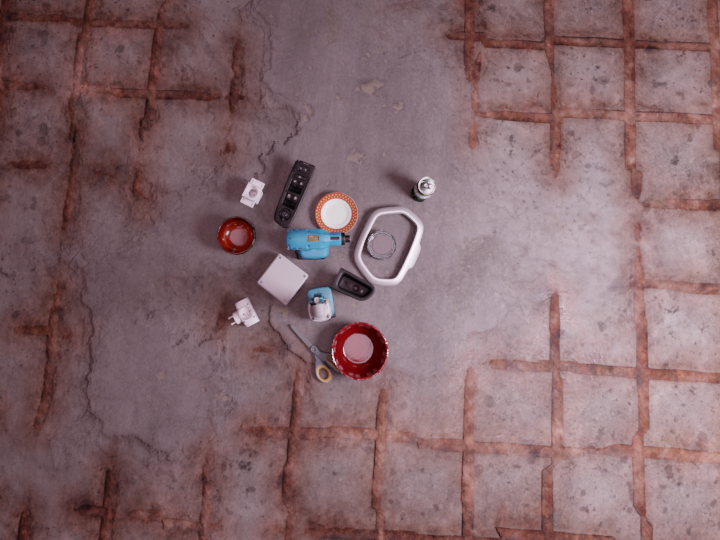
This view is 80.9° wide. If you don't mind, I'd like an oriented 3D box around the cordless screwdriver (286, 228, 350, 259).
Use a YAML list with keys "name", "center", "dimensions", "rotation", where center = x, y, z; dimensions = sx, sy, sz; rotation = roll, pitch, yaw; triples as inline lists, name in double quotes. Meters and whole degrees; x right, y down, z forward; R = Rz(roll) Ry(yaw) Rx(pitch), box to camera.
- name: "cordless screwdriver"
  center: [-0.113, -0.074, 1.153]
  dimensions: [0.159, 0.248, 0.075]
  rotation: [-1, 87, -3]

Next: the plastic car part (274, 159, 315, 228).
- name: "plastic car part"
  center: [-0.199, -0.223, 1.261]
  dimensions: [0.066, 0.067, 0.203]
  rotation: [22, 85, 0]

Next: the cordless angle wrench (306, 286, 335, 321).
- name: "cordless angle wrench"
  center: [-0.100, 0.090, 1.049]
  dimensions: [0.074, 0.422, 0.098]
  rotation: [-9, 88, -5]

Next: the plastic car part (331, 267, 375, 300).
- name: "plastic car part"
  center: [-0.020, 0.047, 1.228]
  dimensions: [0.117, 0.070, 0.066]
  rotation: [26, 85, 2]

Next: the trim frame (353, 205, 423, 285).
- name: "trim frame"
  center: [0.086, -0.075, 1.260]
  dimensions: [0.185, 0.027, 0.249]
  rotation: [23, 85, 3]
